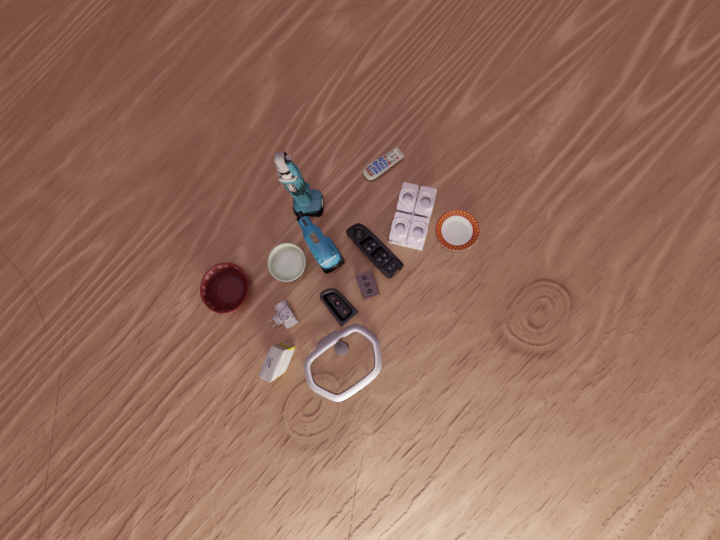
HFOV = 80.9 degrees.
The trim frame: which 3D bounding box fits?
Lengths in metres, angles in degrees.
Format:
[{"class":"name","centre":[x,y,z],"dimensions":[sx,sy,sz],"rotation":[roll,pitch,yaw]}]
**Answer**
[{"class":"trim frame","centre":[-0.052,0.272,1.260],"dimensions":[0.248,0.027,0.189],"rotation":[-37,76,0]}]

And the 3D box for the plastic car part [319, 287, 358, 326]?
[{"class":"plastic car part","centre":[-0.067,0.104,1.274],"dimensions":[0.066,0.069,0.119],"rotation":[-41,78,-2]}]

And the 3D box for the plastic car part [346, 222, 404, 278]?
[{"class":"plastic car part","centre":[0.041,-0.063,1.292],"dimensions":[0.066,0.065,0.208],"rotation":[-42,77,-2]}]

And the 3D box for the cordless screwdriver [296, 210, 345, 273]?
[{"class":"cordless screwdriver","centre":[-0.120,-0.079,1.228],"dimensions":[0.074,0.243,0.163],"rotation":[-33,80,-1]}]

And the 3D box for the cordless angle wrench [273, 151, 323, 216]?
[{"class":"cordless angle wrench","centre":[-0.178,-0.237,1.181],"dimensions":[0.099,0.414,0.075],"rotation":[1,82,4]}]
